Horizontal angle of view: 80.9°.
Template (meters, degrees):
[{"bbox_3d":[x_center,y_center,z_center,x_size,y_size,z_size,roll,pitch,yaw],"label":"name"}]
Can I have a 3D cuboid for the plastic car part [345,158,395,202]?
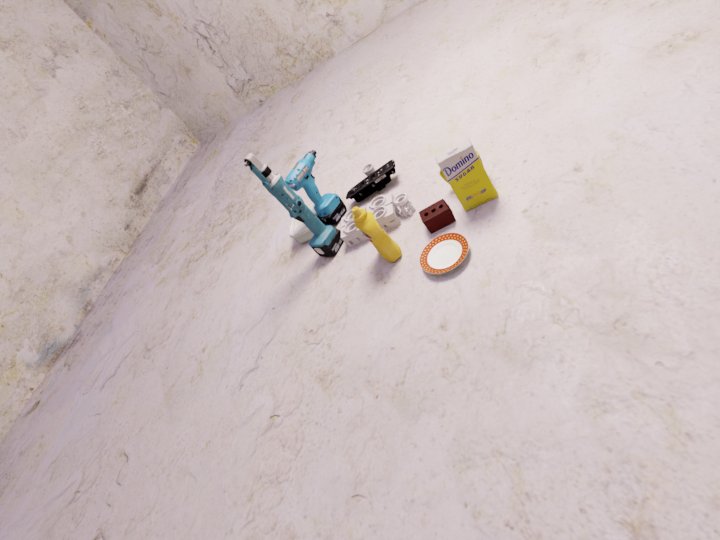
[{"bbox_3d":[0.040,-0.297,1.449,0.207,0.064,0.068,-28,38,21],"label":"plastic car part"}]

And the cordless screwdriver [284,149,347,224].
[{"bbox_3d":[-0.141,-0.283,1.461,0.078,0.236,0.159,6,57,49],"label":"cordless screwdriver"}]

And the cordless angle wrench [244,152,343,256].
[{"bbox_3d":[-0.204,-0.201,1.297,0.078,0.402,0.098,1,53,47],"label":"cordless angle wrench"}]
